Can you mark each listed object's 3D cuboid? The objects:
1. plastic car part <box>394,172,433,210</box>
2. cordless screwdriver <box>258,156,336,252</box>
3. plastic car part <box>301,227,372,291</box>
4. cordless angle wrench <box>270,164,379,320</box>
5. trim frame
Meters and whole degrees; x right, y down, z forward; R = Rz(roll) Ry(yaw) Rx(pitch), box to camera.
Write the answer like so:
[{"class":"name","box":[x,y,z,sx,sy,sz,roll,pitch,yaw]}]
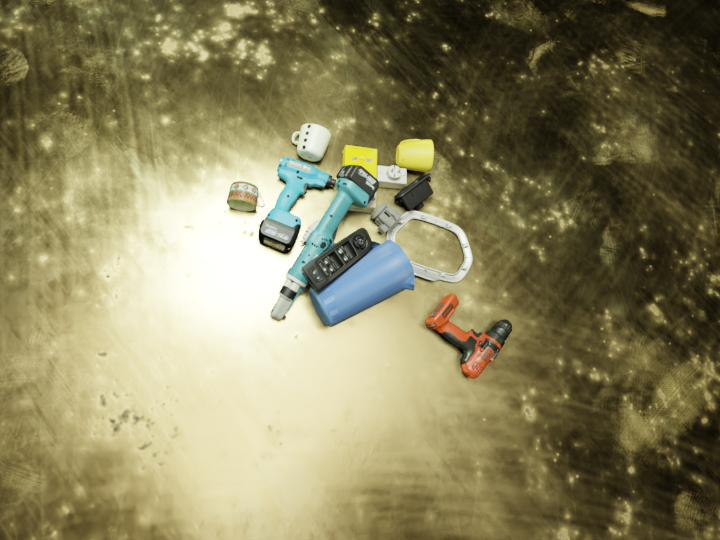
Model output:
[{"class":"plastic car part","box":[0.153,-0.206,1.166,0.115,0.068,0.070,-41,102,-15]},{"class":"cordless screwdriver","box":[-0.163,-0.168,1.089,0.158,0.074,0.252,17,68,-6]},{"class":"plastic car part","box":[-0.053,-0.027,1.005,0.200,0.067,0.067,-38,88,-22]},{"class":"cordless angle wrench","box":[-0.102,-0.067,1.041,0.093,0.078,0.423,35,82,-31]},{"class":"trim frame","box":[0.189,-0.064,1.144,0.246,0.027,0.186,19,72,-6]}]
